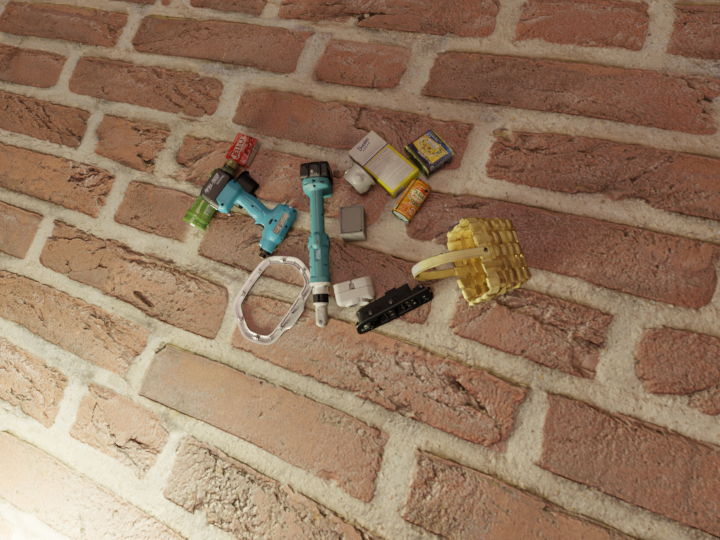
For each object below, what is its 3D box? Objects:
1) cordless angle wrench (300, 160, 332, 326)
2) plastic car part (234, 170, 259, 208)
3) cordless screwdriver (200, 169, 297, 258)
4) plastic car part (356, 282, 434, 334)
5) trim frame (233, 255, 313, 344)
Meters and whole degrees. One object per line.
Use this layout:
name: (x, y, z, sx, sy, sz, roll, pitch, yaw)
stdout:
cordless angle wrench: (-0.106, -0.070, 1.087, 0.075, 0.095, 0.429, -5, 78, 8)
plastic car part: (-0.335, -0.223, 1.207, 0.072, 0.065, 0.116, 40, 85, 3)
cordless screwdriver: (-0.312, -0.152, 1.137, 0.247, 0.075, 0.159, 30, 84, -3)
plastic car part: (0.070, 0.084, 1.012, 0.204, 0.063, 0.070, -32, 62, 4)
trim frame: (-0.232, 0.073, 1.113, 0.191, 0.026, 0.248, 34, 84, 19)
